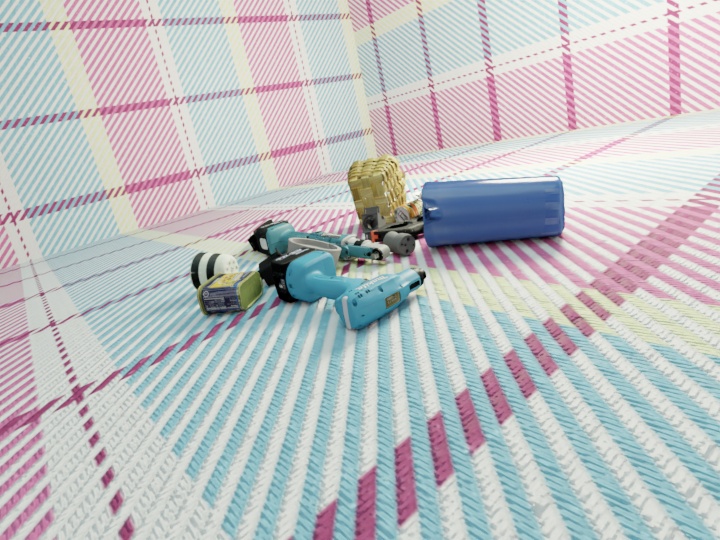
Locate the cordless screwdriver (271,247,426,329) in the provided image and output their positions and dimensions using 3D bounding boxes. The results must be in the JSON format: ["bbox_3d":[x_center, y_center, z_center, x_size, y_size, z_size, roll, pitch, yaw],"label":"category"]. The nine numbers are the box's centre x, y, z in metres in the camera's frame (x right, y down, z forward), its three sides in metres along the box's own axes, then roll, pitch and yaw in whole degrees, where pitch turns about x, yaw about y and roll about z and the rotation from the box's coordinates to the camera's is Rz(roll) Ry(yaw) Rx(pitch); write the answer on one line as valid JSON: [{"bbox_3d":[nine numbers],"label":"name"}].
[{"bbox_3d":[-0.028,0.014,0.694,0.154,0.072,0.262,-25,25,-34],"label":"cordless screwdriver"}]

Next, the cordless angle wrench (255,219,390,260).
[{"bbox_3d":[-0.096,-0.063,0.982,0.095,0.073,0.446,-26,24,-37],"label":"cordless angle wrench"}]

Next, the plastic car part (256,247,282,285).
[{"bbox_3d":[-0.187,-0.002,0.887,0.070,0.064,0.120,-31,17,-10],"label":"plastic car part"}]

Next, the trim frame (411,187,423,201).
[{"bbox_3d":[0.236,-0.170,1.040,0.179,0.027,0.260,-2,22,-19],"label":"trim frame"}]

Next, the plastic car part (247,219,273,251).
[{"bbox_3d":[-0.286,-0.098,1.242,0.068,0.065,0.204,-35,13,17],"label":"plastic car part"}]
